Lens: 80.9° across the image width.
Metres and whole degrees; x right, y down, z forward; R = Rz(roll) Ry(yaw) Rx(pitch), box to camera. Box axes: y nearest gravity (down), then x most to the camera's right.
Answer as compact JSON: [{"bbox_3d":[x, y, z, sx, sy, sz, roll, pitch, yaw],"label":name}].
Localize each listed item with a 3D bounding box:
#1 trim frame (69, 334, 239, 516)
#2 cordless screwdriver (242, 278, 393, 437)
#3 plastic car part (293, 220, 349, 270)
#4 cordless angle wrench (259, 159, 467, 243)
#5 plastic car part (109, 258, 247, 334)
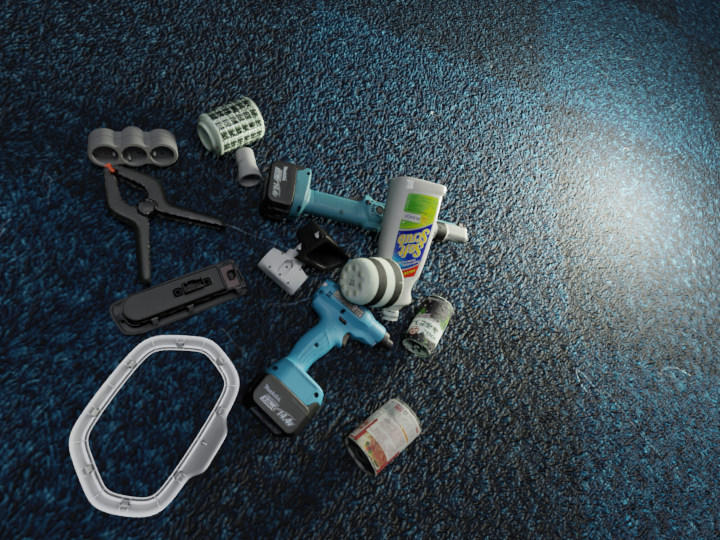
[{"bbox_3d":[-0.280,0.206,0.593,0.183,0.028,0.249,33,60,-4],"label":"trim frame"},{"bbox_3d":[-0.058,0.147,0.669,0.159,0.075,0.248,38,57,-2],"label":"cordless screwdriver"},{"bbox_3d":[-0.072,-0.047,0.739,0.067,0.111,0.074,-33,66,12],"label":"plastic car part"},{"bbox_3d":[0.023,-0.106,0.807,0.411,0.075,0.100,12,66,-17],"label":"cordless angle wrench"},{"bbox_3d":[-0.274,0.039,0.648,0.198,0.068,0.067,-23,87,-23],"label":"plastic car part"}]
